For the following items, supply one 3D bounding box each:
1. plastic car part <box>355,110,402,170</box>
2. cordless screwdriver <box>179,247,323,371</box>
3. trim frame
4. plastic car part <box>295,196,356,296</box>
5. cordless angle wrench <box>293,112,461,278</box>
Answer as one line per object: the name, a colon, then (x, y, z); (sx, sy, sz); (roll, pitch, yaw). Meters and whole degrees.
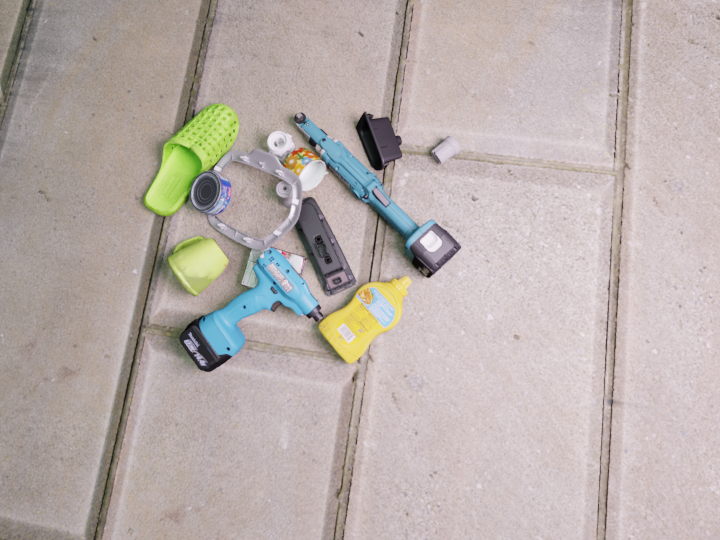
plastic car part: (0.046, -0.262, 0.856); (0.070, 0.066, 0.118); (-21, 84, -15)
cordless screwdriver: (-0.201, 0.093, 0.787); (0.249, 0.074, 0.160); (-41, 88, 6)
trim frame: (-0.219, -0.146, 0.832); (0.261, 0.026, 0.184); (27, 95, 29)
plastic car part: (-0.081, -0.053, 0.830); (0.067, 0.065, 0.207); (-27, 77, 6)
cordless angle wrench: (0.011, -0.166, 0.830); (0.074, 0.095, 0.434); (-42, 76, -4)
